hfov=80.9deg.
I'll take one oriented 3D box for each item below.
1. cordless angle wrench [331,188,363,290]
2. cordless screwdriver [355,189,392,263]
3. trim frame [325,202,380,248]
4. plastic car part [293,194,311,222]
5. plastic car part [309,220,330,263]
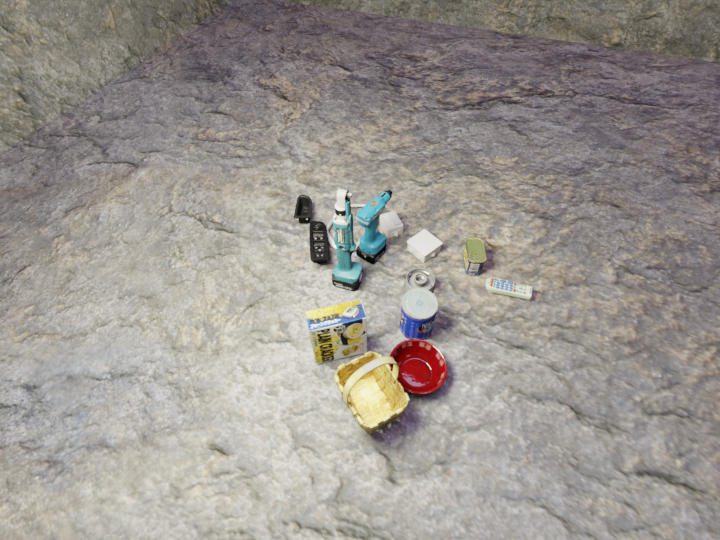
[{"bbox_3d":[-0.048,-0.088,1.282,0.101,0.408,0.075,15,54,13],"label":"cordless angle wrench"},{"bbox_3d":[0.052,-0.147,1.424,0.078,0.240,0.158,31,60,23],"label":"cordless screwdriver"},{"bbox_3d":[-0.030,-0.168,1.585,0.192,0.026,0.248,22,58,22],"label":"trim frame"},{"bbox_3d":[-0.215,-0.227,1.625,0.066,0.068,0.120,-1,52,3],"label":"plastic car part"},{"bbox_3d":[-0.148,-0.097,1.519,0.066,0.065,0.210,-7,52,-2],"label":"plastic car part"}]
